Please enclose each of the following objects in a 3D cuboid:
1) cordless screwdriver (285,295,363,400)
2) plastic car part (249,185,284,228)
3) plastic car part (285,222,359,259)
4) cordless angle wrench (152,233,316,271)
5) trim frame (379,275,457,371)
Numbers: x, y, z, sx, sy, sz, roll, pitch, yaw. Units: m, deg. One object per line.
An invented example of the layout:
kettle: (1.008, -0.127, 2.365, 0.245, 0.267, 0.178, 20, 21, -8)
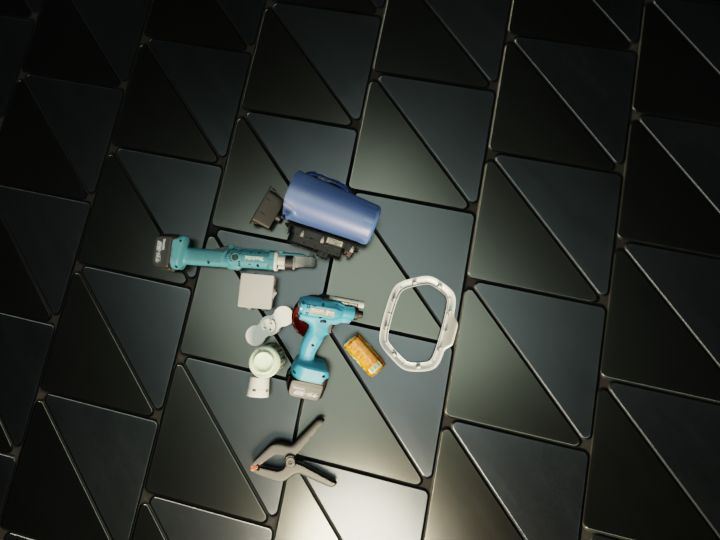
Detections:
cordless screwdriver: (-0.093, 0.189, 1.035, 0.156, 0.076, 0.247, 11, 100, -11)
plastic car part: (-0.244, -0.163, 1.147, 0.070, 0.067, 0.116, 27, 88, -10)
plastic car part: (-0.108, -0.071, 1.107, 0.204, 0.066, 0.067, 22, 85, 3)
cordless angle wrench: (-0.330, -0.034, 1.127, 0.425, 0.073, 0.099, 4, 81, 2)
trim frame: (0.151, 0.134, 1.085, 0.186, 0.027, 0.249, 17, 81, 6)
